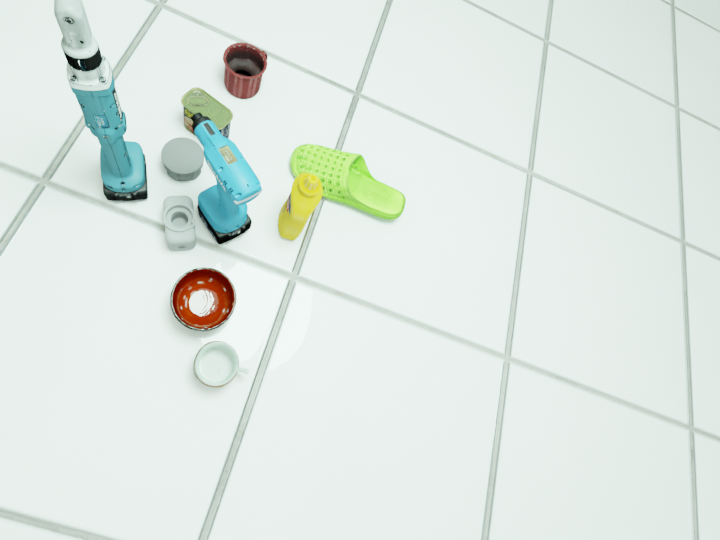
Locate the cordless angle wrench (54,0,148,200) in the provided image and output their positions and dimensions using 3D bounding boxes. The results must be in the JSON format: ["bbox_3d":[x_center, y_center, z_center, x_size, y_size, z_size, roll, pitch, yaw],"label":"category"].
[{"bbox_3d":[-0.381,-0.226,0.633,0.072,0.427,0.100,-5,77,-22],"label":"cordless angle wrench"}]

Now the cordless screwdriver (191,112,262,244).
[{"bbox_3d":[-0.247,-0.151,0.741,0.073,0.251,0.161,-31,86,-25],"label":"cordless screwdriver"}]
